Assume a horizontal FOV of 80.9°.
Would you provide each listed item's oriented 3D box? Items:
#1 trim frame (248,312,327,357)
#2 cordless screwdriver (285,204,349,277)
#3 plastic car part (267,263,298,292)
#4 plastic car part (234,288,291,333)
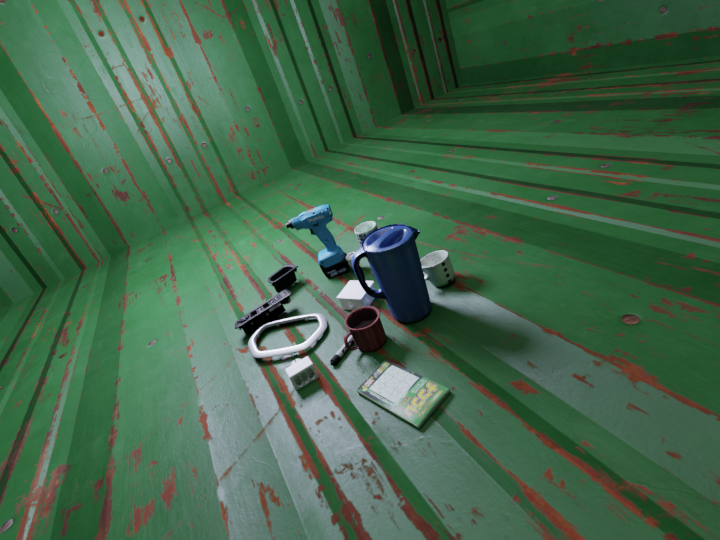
[{"bbox_3d":[-0.214,0.186,1.233,0.253,0.026,0.188,-15,29,14],"label":"trim frame"},{"bbox_3d":[-0.140,-0.092,1.436,0.161,0.240,0.076,-18,25,7],"label":"cordless screwdriver"},{"bbox_3d":[-0.271,0.036,1.492,0.069,0.068,0.115,8,39,45],"label":"plastic car part"},{"bbox_3d":[-0.305,0.137,1.345,0.201,0.064,0.069,-29,27,-12],"label":"plastic car part"}]
